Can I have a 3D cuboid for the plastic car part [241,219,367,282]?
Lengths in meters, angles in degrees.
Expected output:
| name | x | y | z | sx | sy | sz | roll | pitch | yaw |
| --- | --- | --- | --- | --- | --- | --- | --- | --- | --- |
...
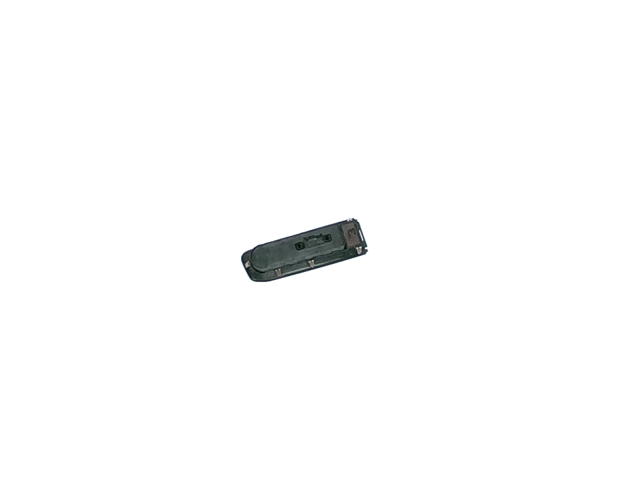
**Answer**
| name | x | y | z | sx | sy | sz | roll | pitch | yaw |
| --- | --- | --- | --- | --- | --- | --- | --- | --- | --- |
| plastic car part | -0.026 | 0.016 | 0.674 | 0.203 | 0.066 | 0.067 | -16 | -10 | -3 |
